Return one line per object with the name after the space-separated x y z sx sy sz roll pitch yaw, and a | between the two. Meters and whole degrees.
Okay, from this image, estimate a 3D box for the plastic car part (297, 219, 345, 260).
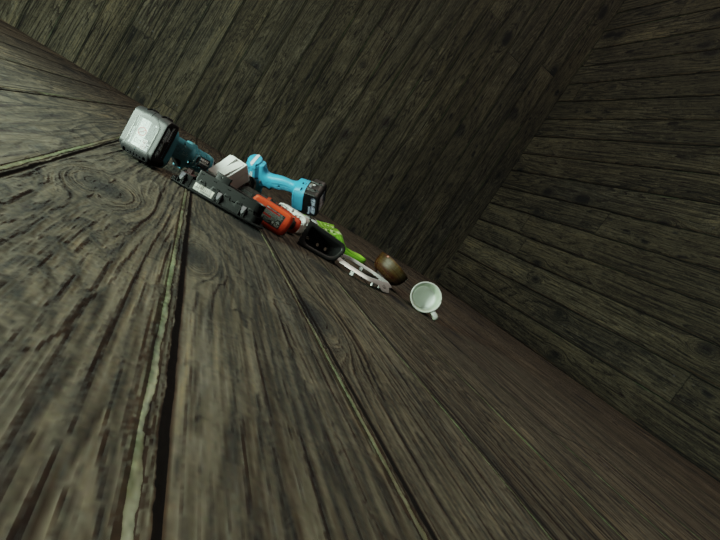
-0.103 -0.067 1.055 0.112 0.066 0.073 33 -9 -21 | plastic car part

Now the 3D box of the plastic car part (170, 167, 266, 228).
-0.273 -0.152 0.855 0.200 0.067 0.067 34 -1 -7 | plastic car part

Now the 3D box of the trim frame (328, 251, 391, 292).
0.000 0.001 1.145 0.193 0.027 0.237 34 4 24 | trim frame

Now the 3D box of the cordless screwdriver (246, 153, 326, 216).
-0.231 -0.237 1.268 0.252 0.074 0.156 25 -39 6 | cordless screwdriver

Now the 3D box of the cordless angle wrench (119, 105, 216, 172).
-0.405 -0.268 0.986 0.074 0.098 0.423 29 3 -3 | cordless angle wrench
